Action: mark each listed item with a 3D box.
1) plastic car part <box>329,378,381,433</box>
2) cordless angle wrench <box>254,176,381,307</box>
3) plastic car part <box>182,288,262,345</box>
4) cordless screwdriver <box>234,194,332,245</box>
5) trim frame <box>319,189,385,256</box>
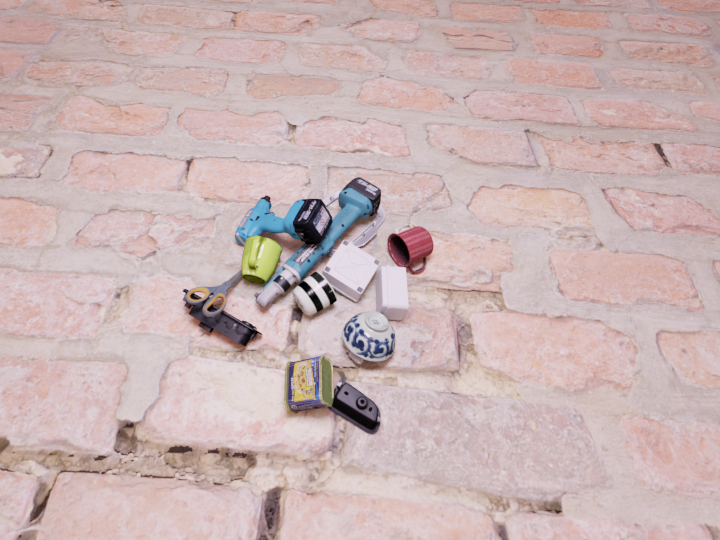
[{"bbox_3d":[-0.007,0.267,0.845,0.121,0.069,0.066,28,60,17],"label":"plastic car part"},{"bbox_3d":[-0.102,-0.067,1.042,0.102,0.072,0.420,32,65,18],"label":"cordless angle wrench"},{"bbox_3d":[-0.315,0.110,0.941,0.208,0.064,0.067,23,67,11],"label":"plastic car part"},{"bbox_3d":[-0.189,-0.136,1.055,0.260,0.070,0.160,0,51,32],"label":"cordless screwdriver"},{"bbox_3d":[-0.043,-0.135,1.139,0.191,0.027,0.245,38,61,19],"label":"trim frame"}]
